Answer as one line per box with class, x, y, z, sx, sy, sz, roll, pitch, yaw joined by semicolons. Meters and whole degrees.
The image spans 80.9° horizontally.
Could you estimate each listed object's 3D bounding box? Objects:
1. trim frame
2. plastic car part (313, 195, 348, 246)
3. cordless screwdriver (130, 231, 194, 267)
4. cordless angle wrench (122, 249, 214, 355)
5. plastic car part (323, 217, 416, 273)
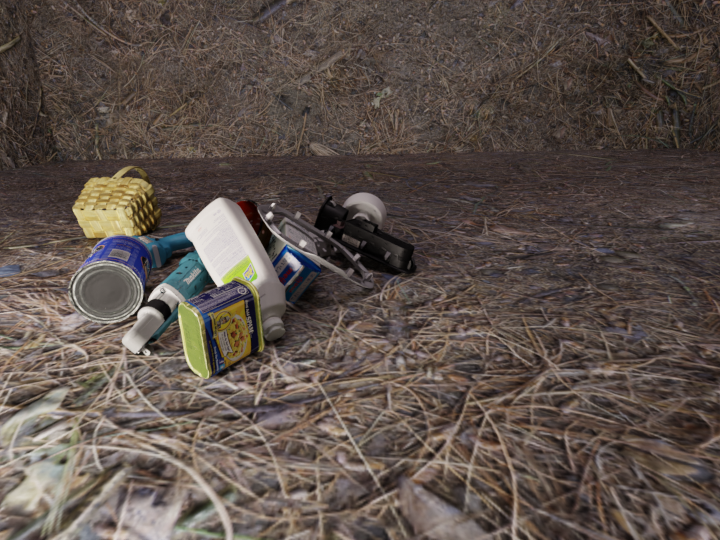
trim frame;-0.072;-0.047;0.735;0.238;0.027;0.191;33;16;-24
plastic car part;-0.063;-0.099;0.949;0.072;0.115;0.065;29;27;9
cordless screwdriver;-0.398;-0.080;0.968;0.241;0.072;0.168;-25;30;-37
cordless angle wrench;-0.282;0.001;0.732;0.075;0.095;0.429;-41;17;21
plastic car part;0.026;-0.058;0.836;0.213;0.066;0.064;31;22;26
